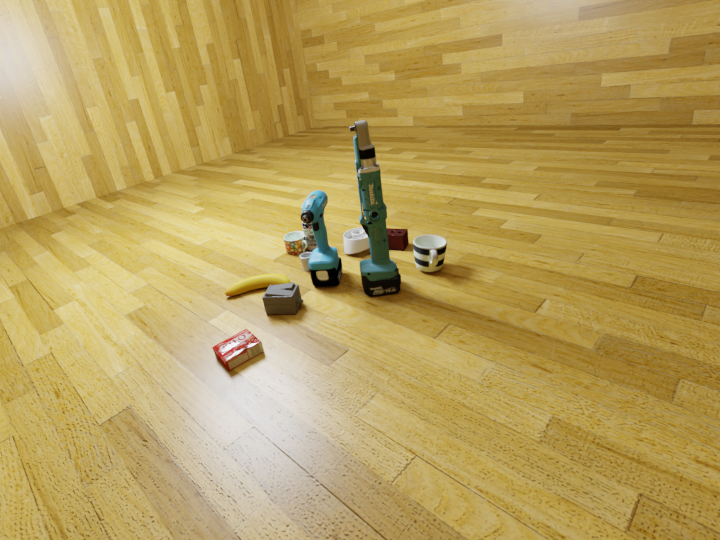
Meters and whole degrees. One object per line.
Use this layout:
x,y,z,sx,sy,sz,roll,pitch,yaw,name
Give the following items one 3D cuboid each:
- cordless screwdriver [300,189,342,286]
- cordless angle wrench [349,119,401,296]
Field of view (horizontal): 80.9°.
-0.107,-0.070,1.097,0.076,0.241,0.161,-3,26,11,cordless screwdriver
0.029,-0.138,0.996,0.098,0.410,0.076,-7,25,2,cordless angle wrench
